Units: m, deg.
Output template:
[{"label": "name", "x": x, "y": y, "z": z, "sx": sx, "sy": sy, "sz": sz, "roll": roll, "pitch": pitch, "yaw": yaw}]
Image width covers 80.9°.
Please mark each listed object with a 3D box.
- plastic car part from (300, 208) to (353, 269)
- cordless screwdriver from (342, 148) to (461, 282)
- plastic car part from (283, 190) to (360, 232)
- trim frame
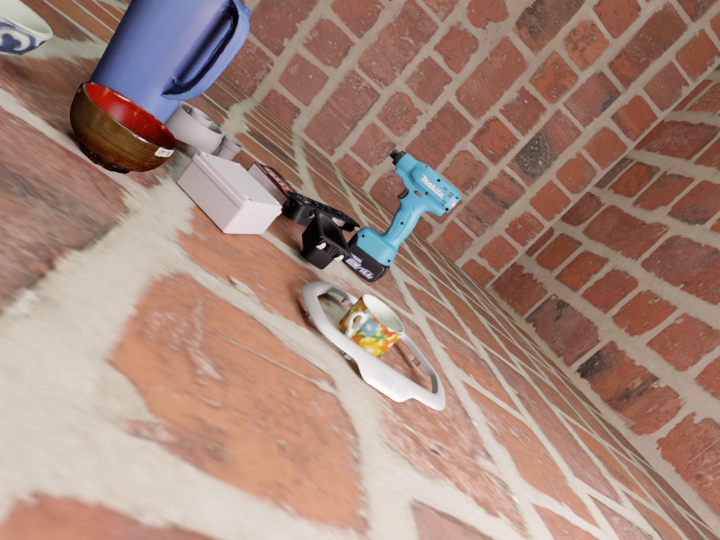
[{"label": "plastic car part", "x": -0.067, "y": -0.044, "z": 0.686, "sx": 0.063, "sy": 0.071, "sz": 0.121, "roll": 34, "pitch": 15, "yaw": -28}, {"label": "cordless screwdriver", "x": 0.055, "y": -0.107, "z": 0.842, "sx": 0.161, "sy": 0.250, "sz": 0.073, "roll": 44, "pitch": 14, "yaw": 6}, {"label": "plastic car part", "x": -0.087, "y": -0.110, "z": 0.852, "sx": 0.070, "sy": 0.067, "sz": 0.192, "roll": 50, "pitch": 16, "yaw": 30}, {"label": "trim frame", "x": 0.018, "y": 0.096, "z": 0.570, "sx": 0.241, "sy": 0.027, "sz": 0.189, "roll": 37, "pitch": 14, "yaw": -17}]
